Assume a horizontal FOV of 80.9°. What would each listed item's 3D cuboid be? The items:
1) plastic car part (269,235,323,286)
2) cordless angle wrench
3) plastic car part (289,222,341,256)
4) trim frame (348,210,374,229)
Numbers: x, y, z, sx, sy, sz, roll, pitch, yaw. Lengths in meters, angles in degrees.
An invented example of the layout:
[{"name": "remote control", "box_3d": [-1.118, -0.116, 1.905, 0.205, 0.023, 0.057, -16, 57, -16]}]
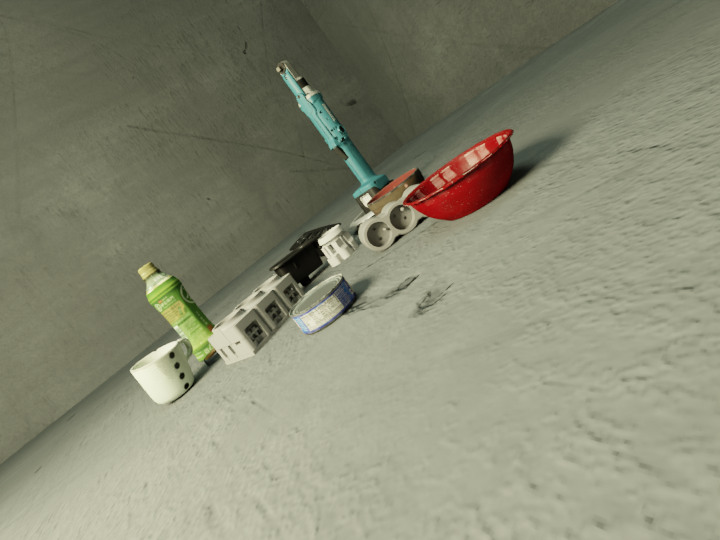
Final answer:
[{"name": "plastic car part", "box_3d": [-0.119, -0.006, 0.829, 0.068, 0.070, 0.115, -25, 16, 51]}, {"name": "cordless angle wrench", "box_3d": [-0.061, -0.325, 1.019, 0.076, 0.418, 0.096, -30, 9, 44]}, {"name": "plastic car part", "box_3d": [-0.095, -0.062, 0.976, 0.065, 0.066, 0.209, -41, 13, -25]}, {"name": "trim frame", "box_3d": [0.055, -0.163, 1.019, 0.188, 0.027, 0.247, -30, 14, 30]}]
